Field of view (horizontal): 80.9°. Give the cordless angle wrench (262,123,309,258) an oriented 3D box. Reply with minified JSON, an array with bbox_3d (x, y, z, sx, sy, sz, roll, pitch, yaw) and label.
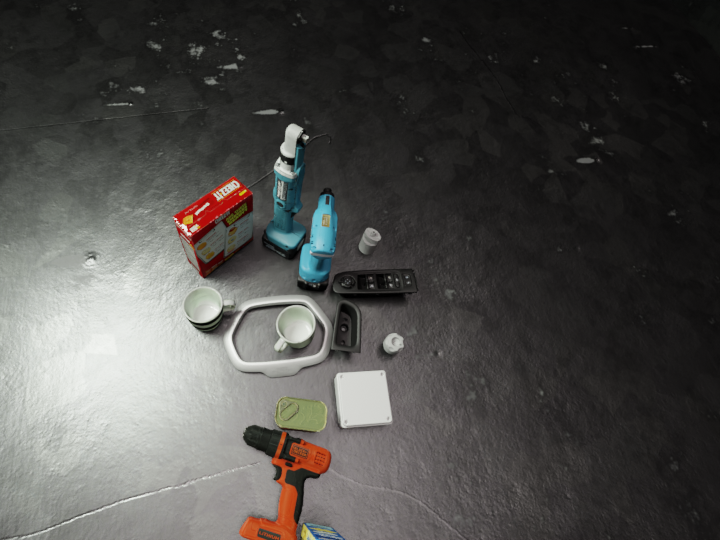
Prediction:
[{"bbox_3d":[-0.155,-0.157,0.901,0.099,0.418,0.074,32,63,3],"label":"cordless angle wrench"}]

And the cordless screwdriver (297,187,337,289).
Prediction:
[{"bbox_3d":[-0.094,-0.061,0.957,0.073,0.246,0.163,8,64,-9],"label":"cordless screwdriver"}]

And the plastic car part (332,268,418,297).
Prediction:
[{"bbox_3d":[0.030,0.035,1.025,0.200,0.066,0.068,0,64,-8],"label":"plastic car part"}]

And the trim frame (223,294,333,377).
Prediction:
[{"bbox_3d":[-0.185,0.146,0.962,0.245,0.027,0.190,-5,64,-10],"label":"trim frame"}]

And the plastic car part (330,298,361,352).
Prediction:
[{"bbox_3d":[-0.034,0.133,0.964,0.065,0.070,0.119,8,63,-7],"label":"plastic car part"}]
